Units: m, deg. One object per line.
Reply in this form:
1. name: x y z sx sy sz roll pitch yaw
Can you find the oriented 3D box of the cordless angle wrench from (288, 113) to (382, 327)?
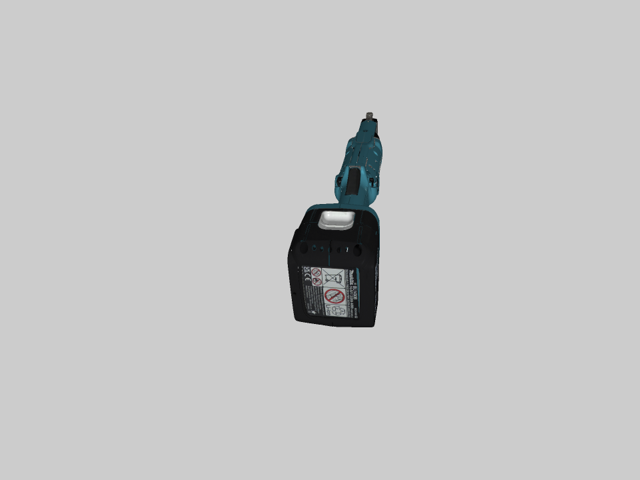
1. cordless angle wrench: 0.045 -0.069 0.527 0.074 0.098 0.421 3 34 10
